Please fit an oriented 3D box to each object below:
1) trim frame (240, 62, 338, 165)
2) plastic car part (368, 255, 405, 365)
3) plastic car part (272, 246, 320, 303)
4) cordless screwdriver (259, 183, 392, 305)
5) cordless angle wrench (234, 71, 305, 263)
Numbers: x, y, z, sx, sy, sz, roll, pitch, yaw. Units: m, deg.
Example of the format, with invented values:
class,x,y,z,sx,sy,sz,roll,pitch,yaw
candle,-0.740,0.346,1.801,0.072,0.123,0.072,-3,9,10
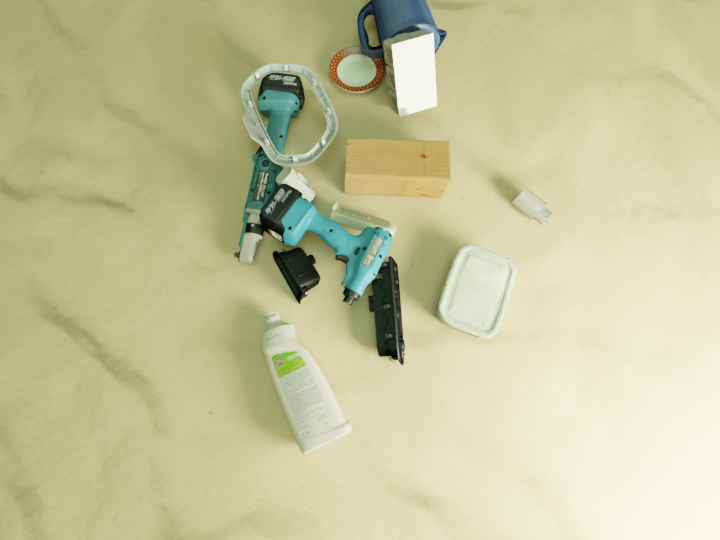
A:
class,x,y,z,sx,sy,sz,roll,pitch,yaw
trim frame,-0.154,-0.333,0.887,0.184,0.027,0.253,-24,80,-1
plastic car part,0.051,0.078,0.810,0.068,0.064,0.207,-10,73,7
plastic car part,-0.120,-0.004,0.848,0.069,0.065,0.120,-23,71,-21
cordless screwdriver,-0.079,-0.052,0.811,0.253,0.073,0.159,26,73,8
cordless angle wrench,-0.201,-0.220,0.908,0.099,0.073,0.427,8,76,3
